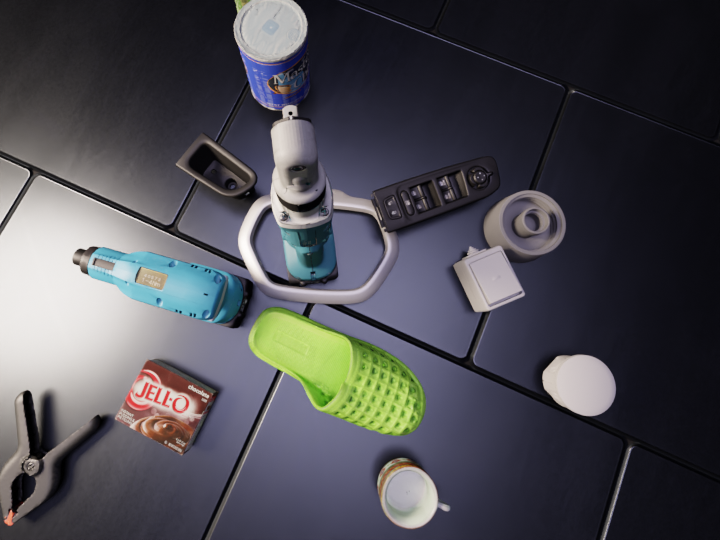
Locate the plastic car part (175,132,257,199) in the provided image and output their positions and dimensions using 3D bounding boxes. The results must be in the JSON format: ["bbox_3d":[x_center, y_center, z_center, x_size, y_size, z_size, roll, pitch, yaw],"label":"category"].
[{"bbox_3d":[-0.210,-0.145,0.651,0.118,0.070,0.066,35,81,5],"label":"plastic car part"}]

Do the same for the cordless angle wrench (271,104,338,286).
[{"bbox_3d":[-0.058,-0.049,0.455,0.074,0.420,0.099,-7,83,-6],"label":"cordless angle wrench"}]

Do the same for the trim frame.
[{"bbox_3d":[-0.064,-0.042,0.653,0.249,0.027,0.186,3,79,1],"label":"trim frame"}]

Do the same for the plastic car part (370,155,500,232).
[{"bbox_3d":[0.116,-0.115,0.646,0.202,0.066,0.067,-20,82,-4],"label":"plastic car part"}]

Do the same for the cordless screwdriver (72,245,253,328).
[{"bbox_3d":[-0.226,0.020,0.531,0.160,0.247,0.075,17,81,-1],"label":"cordless screwdriver"}]
